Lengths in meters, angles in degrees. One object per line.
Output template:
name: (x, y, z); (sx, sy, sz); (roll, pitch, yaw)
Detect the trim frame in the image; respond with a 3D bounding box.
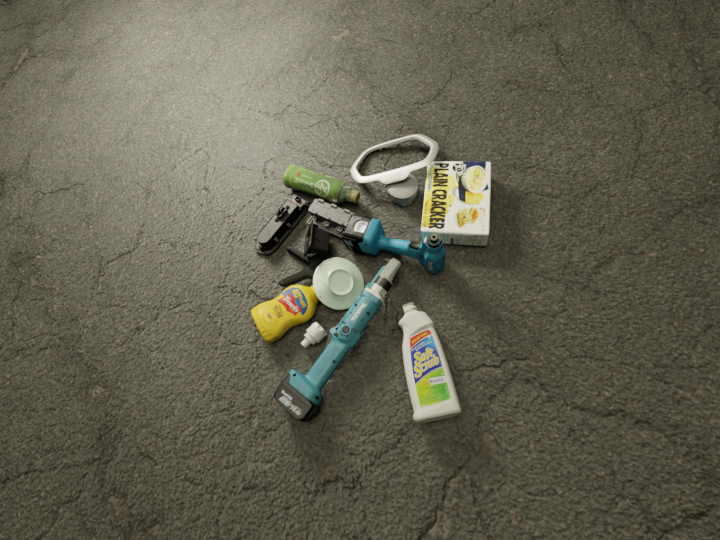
trim frame: (0.090, -0.305, 1.162); (0.254, 0.026, 0.189); (-12, 45, 17)

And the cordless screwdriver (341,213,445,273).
cordless screwdriver: (0.079, -0.072, 1.014); (0.258, 0.152, 0.075); (19, 71, 20)

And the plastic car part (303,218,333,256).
plastic car part: (-0.107, -0.070, 1.093); (0.069, 0.065, 0.120); (13, 33, -15)

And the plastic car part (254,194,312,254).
plastic car part: (-0.219, -0.131, 1.164); (0.068, 0.065, 0.203); (32, 78, 14)

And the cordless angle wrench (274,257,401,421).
cordless angle wrench: (-0.031, 0.143, 0.972); (0.102, 0.071, 0.422); (32, 77, 22)
